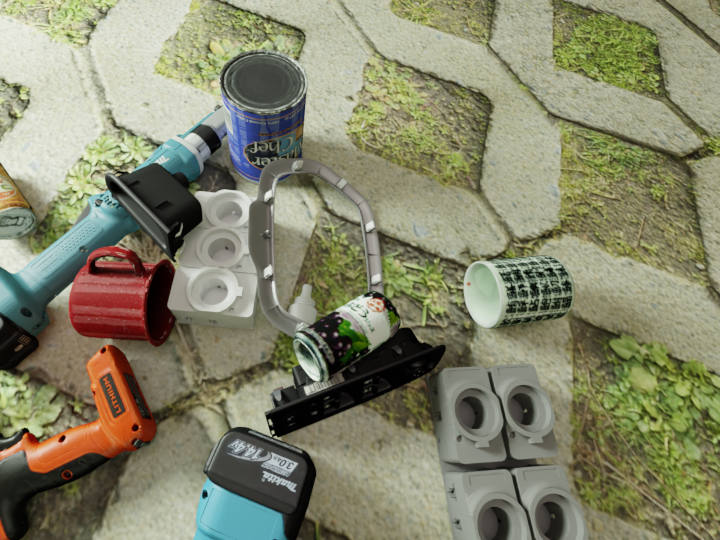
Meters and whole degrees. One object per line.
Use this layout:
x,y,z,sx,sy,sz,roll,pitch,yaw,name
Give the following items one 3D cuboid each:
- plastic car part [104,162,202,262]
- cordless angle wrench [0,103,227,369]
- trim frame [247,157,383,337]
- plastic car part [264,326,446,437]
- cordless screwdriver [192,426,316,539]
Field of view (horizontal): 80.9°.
-0.217,-0.079,0.463,0.070,0.065,0.119,-37,76,-30,plastic car part
-0.290,-0.078,0.517,0.100,0.073,0.421,33,63,8,cordless angle wrench
-0.050,-0.032,0.507,0.176,0.028,0.255,9,63,-27,trim frame
-0.007,0.113,0.458,0.200,0.064,0.070,-15,42,-12,plastic car part
-0.105,0.276,0.355,0.161,0.073,0.250,23,70,5,cordless screwdriver
